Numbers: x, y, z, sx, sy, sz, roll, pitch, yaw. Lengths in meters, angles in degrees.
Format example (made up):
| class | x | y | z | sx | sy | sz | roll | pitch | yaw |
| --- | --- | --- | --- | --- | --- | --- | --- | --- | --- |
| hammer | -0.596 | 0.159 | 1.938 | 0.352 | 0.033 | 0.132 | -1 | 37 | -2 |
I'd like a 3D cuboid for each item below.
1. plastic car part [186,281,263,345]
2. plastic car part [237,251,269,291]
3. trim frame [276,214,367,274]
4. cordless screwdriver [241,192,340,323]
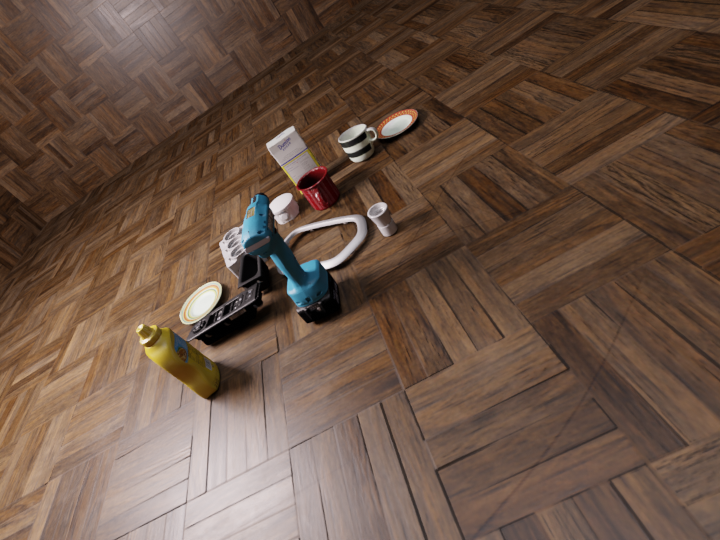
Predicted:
| class | x | y | z | sx | sy | sz | roll | pitch | yaw |
| --- | --- | --- | --- | --- | --- | --- | --- | --- | --- |
| plastic car part | -0.289 | 0.104 | 0.922 | 0.205 | 0.064 | 0.069 | -28 | 37 | 12 |
| plastic car part | -0.239 | 0.006 | 0.984 | 0.067 | 0.067 | 0.121 | -28 | 37 | 12 |
| trim frame | -0.095 | -0.062 | 0.975 | 0.258 | 0.026 | 0.187 | -11 | 44 | 31 |
| cordless screwdriver | -0.131 | -0.027 | 0.790 | 0.075 | 0.236 | 0.165 | -27 | 36 | 12 |
